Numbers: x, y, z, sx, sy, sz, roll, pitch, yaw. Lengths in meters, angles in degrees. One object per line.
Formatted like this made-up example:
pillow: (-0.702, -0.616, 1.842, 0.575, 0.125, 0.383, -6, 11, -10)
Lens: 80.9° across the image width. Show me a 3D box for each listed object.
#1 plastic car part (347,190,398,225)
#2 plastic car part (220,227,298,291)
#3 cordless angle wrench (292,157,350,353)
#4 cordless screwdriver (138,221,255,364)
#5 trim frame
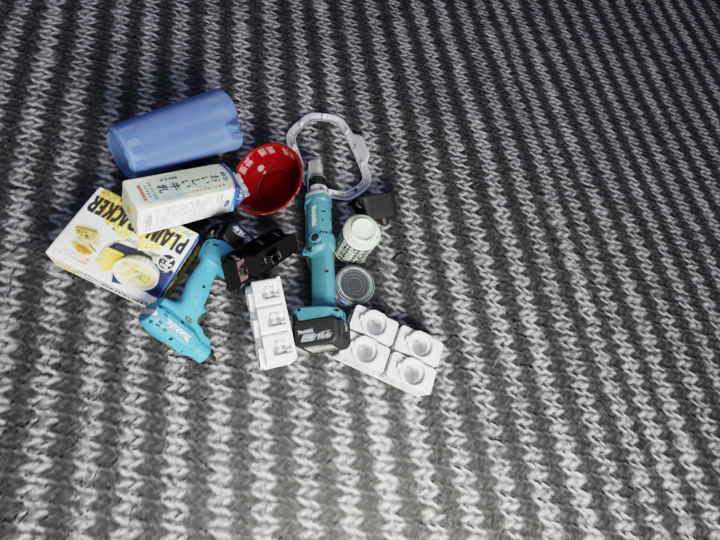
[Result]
plastic car part: (0.040, -0.135, 0.948, 0.113, 0.067, 0.071, -9, 87, -20)
plastic car part: (-0.178, -0.032, 0.798, 0.201, 0.069, 0.065, -49, 125, -61)
cordless angle wrench: (-0.083, -0.054, 0.852, 0.100, 0.070, 0.434, -13, 63, 18)
cordless screwdriver: (-0.274, 0.039, 0.784, 0.151, 0.078, 0.250, 50, 51, -34)
trim frame: (-0.071, -0.275, 0.998, 0.180, 0.027, 0.256, -17, 70, -19)
